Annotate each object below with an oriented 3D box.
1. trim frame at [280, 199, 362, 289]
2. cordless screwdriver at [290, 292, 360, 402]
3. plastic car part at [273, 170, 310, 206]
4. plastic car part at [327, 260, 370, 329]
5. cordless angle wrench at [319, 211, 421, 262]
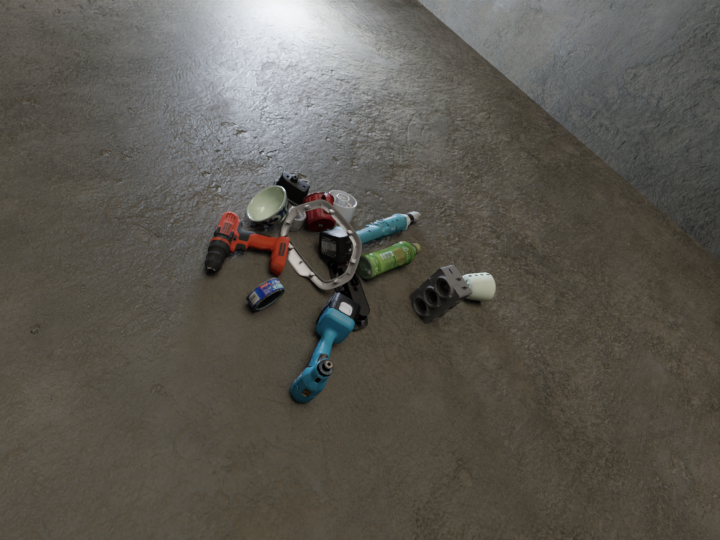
[{"bbox_3d":[-0.105,-0.069,1.078,0.257,0.185,0.026,51,14,18],"label":"trim frame"},{"bbox_3d":[-0.066,0.153,0.915,0.074,0.159,0.250,31,45,-7],"label":"cordless screwdriver"},{"bbox_3d":[-0.194,-0.242,1.223,0.116,0.071,0.066,34,46,-4],"label":"plastic car part"},{"bbox_3d":[-0.021,0.052,1.087,0.063,0.068,0.210,4,56,-35],"label":"plastic car part"},{"bbox_3d":[0.054,-0.120,1.243,0.103,0.073,0.409,18,29,38],"label":"cordless angle wrench"}]
